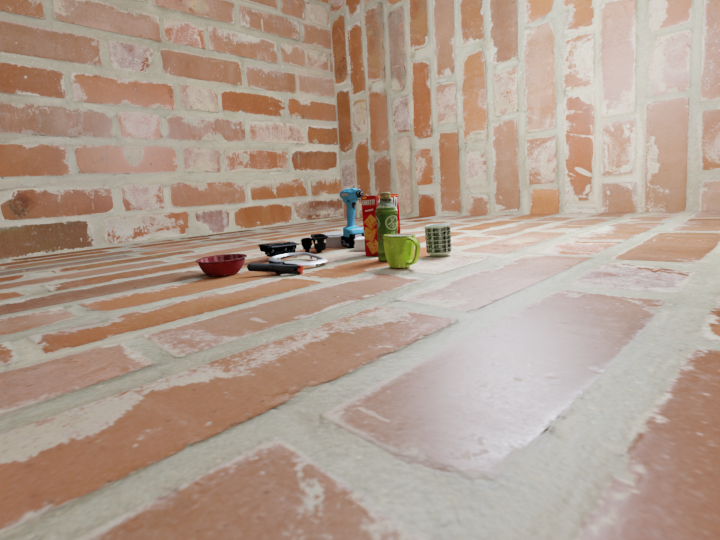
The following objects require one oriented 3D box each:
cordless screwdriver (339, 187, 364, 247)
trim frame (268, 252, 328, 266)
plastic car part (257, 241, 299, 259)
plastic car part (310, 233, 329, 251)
[{"bbox_3d":[-0.026,-0.218,1.757,0.072,0.247,0.166,-7,8,-27],"label":"cordless screwdriver"},{"bbox_3d":[-0.211,-0.036,1.441,0.178,0.027,0.259,-9,11,-26],"label":"trim frame"},{"bbox_3d":[-0.301,-0.079,1.606,0.069,0.066,0.196,0,11,28],"label":"plastic car part"},{"bbox_3d":[-0.167,-0.109,1.710,0.065,0.070,0.119,-6,9,-11],"label":"plastic car part"}]
